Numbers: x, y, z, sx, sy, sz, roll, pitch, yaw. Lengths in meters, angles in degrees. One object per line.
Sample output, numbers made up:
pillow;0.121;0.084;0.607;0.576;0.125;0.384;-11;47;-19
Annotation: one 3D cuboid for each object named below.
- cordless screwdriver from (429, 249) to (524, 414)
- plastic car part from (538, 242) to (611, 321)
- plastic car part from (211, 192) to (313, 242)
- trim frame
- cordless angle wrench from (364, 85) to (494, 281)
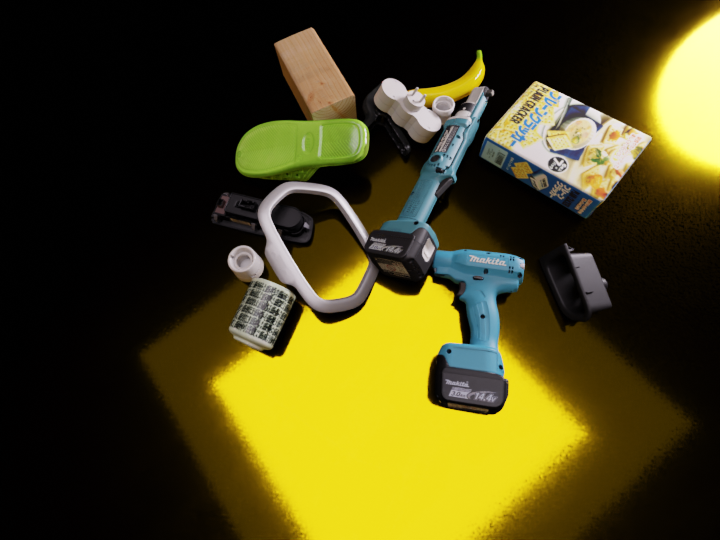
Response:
cordless screwdriver;0.156;0.080;0.651;0.165;0.071;0.252;7;65;20
plastic car part;0.345;0.019;0.658;0.070;0.065;0.120;-10;70;-14
plastic car part;-0.183;-0.106;0.784;0.207;0.065;0.067;16;64;11
trim frame;-0.071;-0.046;0.721;0.180;0.028;0.252;-29;81;-27
cordless angle wrench;0.142;-0.180;0.754;0.103;0.070;0.424;11;63;39
